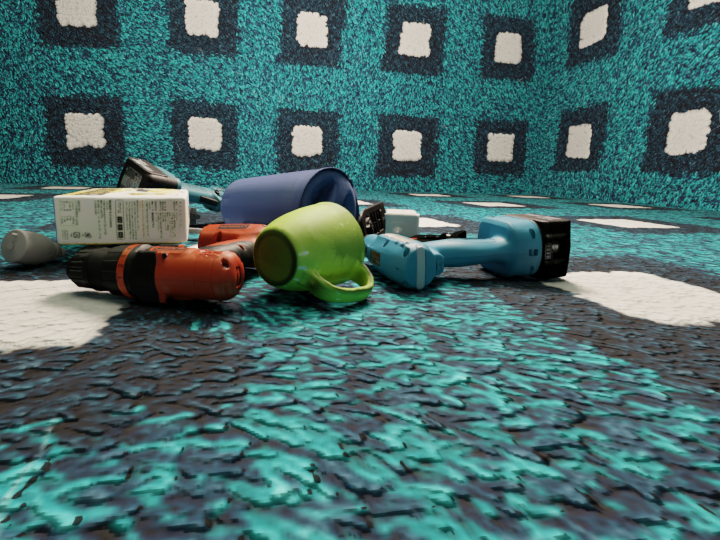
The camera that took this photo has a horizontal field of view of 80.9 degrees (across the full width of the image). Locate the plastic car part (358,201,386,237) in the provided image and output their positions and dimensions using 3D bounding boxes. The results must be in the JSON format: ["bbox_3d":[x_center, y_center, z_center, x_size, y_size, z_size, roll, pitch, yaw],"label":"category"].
[{"bbox_3d":[0.010,-0.091,0.818,0.068,0.065,0.201,-5,11,12],"label":"plastic car part"}]

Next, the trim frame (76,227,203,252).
[{"bbox_3d":[-0.300,-0.040,0.638,0.186,0.027,0.249,3,15,4],"label":"trim frame"}]

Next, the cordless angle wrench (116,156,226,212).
[{"bbox_3d":[-0.318,-0.157,0.936,0.103,0.074,0.404,32,14,25],"label":"cordless angle wrench"}]

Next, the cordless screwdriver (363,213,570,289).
[{"bbox_3d":[0.129,-0.030,0.556,0.243,0.073,0.165,-6,15,-17],"label":"cordless screwdriver"}]
